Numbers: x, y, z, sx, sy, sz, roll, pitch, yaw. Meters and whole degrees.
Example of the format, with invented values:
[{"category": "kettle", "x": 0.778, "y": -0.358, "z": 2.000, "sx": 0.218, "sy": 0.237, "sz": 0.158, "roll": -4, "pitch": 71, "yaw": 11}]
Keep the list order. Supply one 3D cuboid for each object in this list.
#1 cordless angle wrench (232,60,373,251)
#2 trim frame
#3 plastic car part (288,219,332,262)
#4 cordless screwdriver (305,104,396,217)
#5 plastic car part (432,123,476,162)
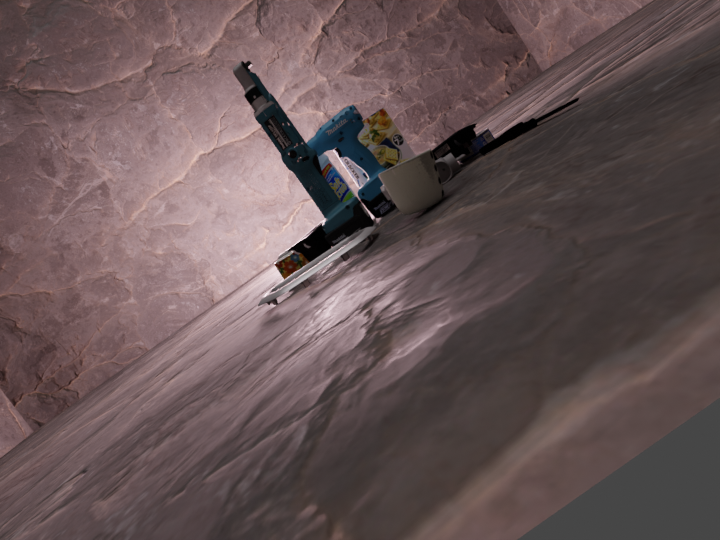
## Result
[{"category": "cordless angle wrench", "x": -0.127, "y": -0.234, "z": 0.853, "sx": 0.099, "sy": 0.420, "sz": 0.074, "roll": -34, "pitch": 4, "yaw": 16}, {"category": "trim frame", "x": -0.073, "y": -0.007, "z": 0.737, "sx": 0.247, "sy": 0.027, "sz": 0.187, "roll": -36, "pitch": 10, "yaw": -9}, {"category": "plastic car part", "x": -0.090, "y": -0.059, "z": 0.918, "sx": 0.068, "sy": 0.070, "sz": 0.115, "roll": -29, "pitch": 10, "yaw": 41}, {"category": "cordless screwdriver", "x": -0.013, "y": -0.232, "z": 0.971, "sx": 0.161, "sy": 0.247, "sz": 0.074, "roll": -33, "pitch": 4, "yaw": 19}, {"category": "plastic car part", "x": 0.170, "y": -0.235, "z": 0.904, "sx": 0.065, "sy": 0.066, "sz": 0.208, "roll": -39, "pitch": 10, "yaw": -30}]
